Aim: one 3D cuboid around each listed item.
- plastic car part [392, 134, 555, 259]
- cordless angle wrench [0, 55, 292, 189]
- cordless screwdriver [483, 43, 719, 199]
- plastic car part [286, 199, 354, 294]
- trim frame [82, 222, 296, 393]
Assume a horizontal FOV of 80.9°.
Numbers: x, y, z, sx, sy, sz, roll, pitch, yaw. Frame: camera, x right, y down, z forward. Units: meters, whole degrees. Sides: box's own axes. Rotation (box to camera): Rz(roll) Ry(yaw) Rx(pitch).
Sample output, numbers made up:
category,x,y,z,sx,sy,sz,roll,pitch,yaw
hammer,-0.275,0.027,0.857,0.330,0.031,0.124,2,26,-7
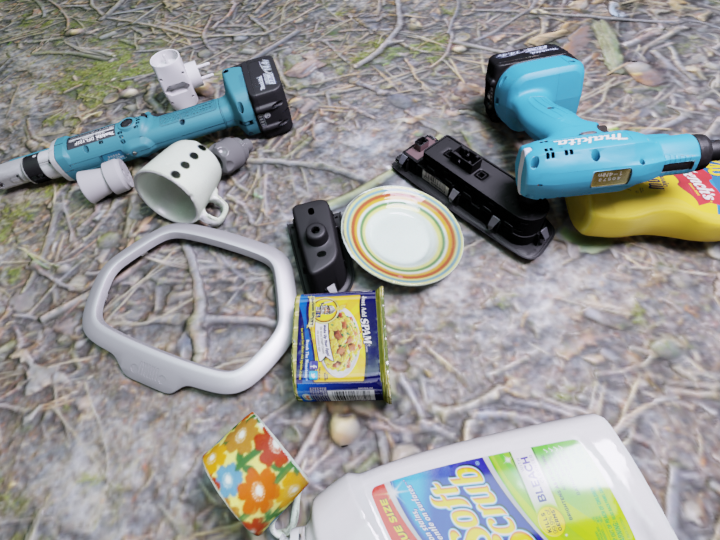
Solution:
category,x,y,z,sx,sy,sz,roll,pitch,yaw
plastic car part,0.129,-0.097,0.473,0.065,0.065,0.212,-32,62,-22
cordless angle wrench,-0.309,-0.186,0.586,0.423,0.071,0.102,-17,58,0
cordless screwdriver,0.228,-0.166,0.450,0.162,0.071,0.255,-6,43,9
plastic car part,-0.044,-0.029,0.447,0.066,0.068,0.121,-14,55,-2
trim frame,-0.183,0.033,0.455,0.256,0.026,0.185,15,61,15
